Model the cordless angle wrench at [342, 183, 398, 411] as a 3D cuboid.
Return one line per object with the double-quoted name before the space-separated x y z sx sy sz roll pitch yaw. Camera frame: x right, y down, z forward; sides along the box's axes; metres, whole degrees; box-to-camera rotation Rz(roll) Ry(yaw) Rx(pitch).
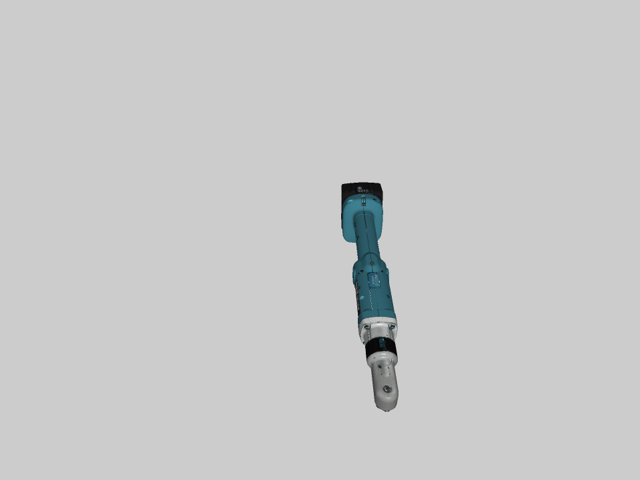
"cordless angle wrench" 0.077 0.056 0.651 0.074 0.098 0.421 -1 40 1
